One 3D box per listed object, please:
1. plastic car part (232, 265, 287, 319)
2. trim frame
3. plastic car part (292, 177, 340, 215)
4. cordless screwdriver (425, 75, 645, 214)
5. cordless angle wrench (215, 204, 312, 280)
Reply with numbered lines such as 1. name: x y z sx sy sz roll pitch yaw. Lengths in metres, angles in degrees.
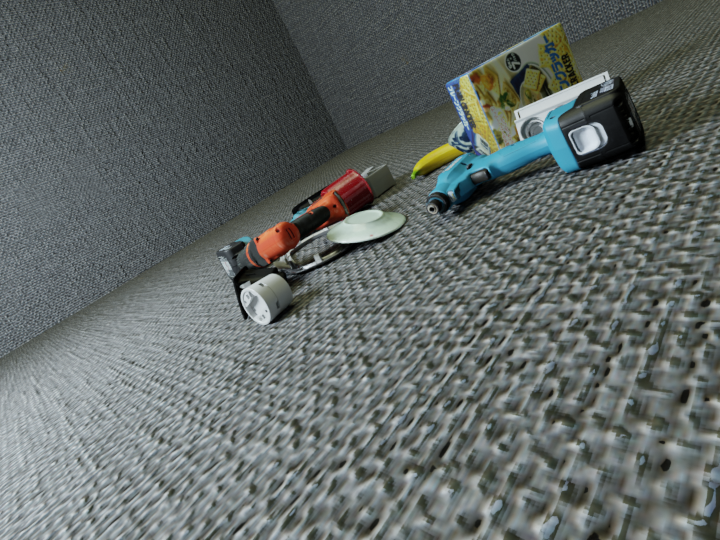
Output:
1. plastic car part: -0.151 0.021 0.663 0.071 0.065 0.118 -12 14 2
2. trim frame: -0.077 -0.050 0.788 0.183 0.027 0.257 -32 20 -7
3. plastic car part: -0.079 -0.179 1.104 0.202 0.063 0.070 -28 41 -3
4. cordless screwdriver: 0.206 -0.143 0.545 0.258 0.073 0.157 -16 21 45
5. cordless angle wrench: -0.126 -0.114 0.974 0.415 0.073 0.102 -35 17 -27
